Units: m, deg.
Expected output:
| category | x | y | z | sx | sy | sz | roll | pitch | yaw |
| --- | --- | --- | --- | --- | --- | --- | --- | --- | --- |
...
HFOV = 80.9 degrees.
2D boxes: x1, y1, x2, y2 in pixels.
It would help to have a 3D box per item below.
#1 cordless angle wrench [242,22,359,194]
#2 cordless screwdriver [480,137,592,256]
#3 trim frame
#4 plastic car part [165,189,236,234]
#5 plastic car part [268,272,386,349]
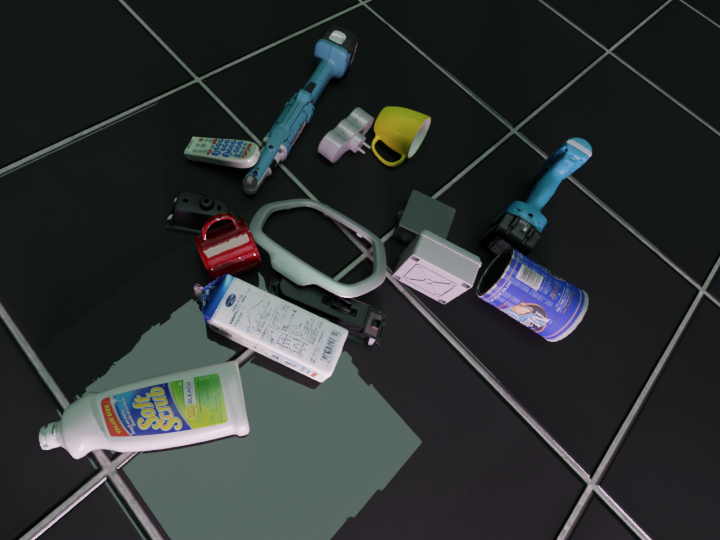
| category | x | y | z | sx | sy | sz | roll | pitch | yaw |
| --- | --- | --- | --- | --- | --- | --- | --- | --- | --- |
| cordless angle wrench | -0.121 | -0.316 | 0.833 | 0.074 | 0.097 | 0.425 | 25 | 66 | -2 |
| cordless screwdriver | 0.328 | -0.128 | 0.812 | 0.076 | 0.157 | 0.248 | 37 | 78 | 6 |
| trim frame | -0.069 | -0.045 | 0.708 | 0.256 | 0.027 | 0.182 | 32 | 46 | 14 |
| plastic car part | -0.261 | -0.099 | 0.703 | 0.116 | 0.070 | 0.067 | 11 | 65 | -4 |
| plastic car part | -0.054 | 0.058 | 0.675 | 0.204 | 0.066 | 0.067 | 21 | 70 | 2 |
